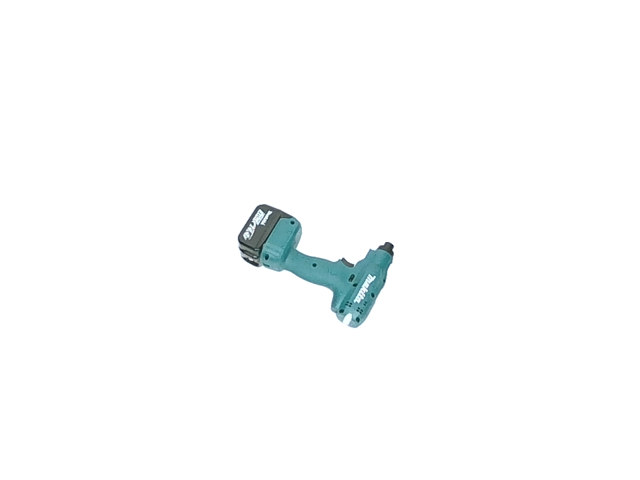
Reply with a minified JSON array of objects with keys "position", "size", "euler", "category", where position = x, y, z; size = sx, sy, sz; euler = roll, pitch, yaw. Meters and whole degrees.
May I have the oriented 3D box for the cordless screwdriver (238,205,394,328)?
[{"position":[-0.004,0.022,0.720],"size":[0.249,0.158,0.074],"euler":[29,-25,9],"category":"cordless screwdriver"}]
